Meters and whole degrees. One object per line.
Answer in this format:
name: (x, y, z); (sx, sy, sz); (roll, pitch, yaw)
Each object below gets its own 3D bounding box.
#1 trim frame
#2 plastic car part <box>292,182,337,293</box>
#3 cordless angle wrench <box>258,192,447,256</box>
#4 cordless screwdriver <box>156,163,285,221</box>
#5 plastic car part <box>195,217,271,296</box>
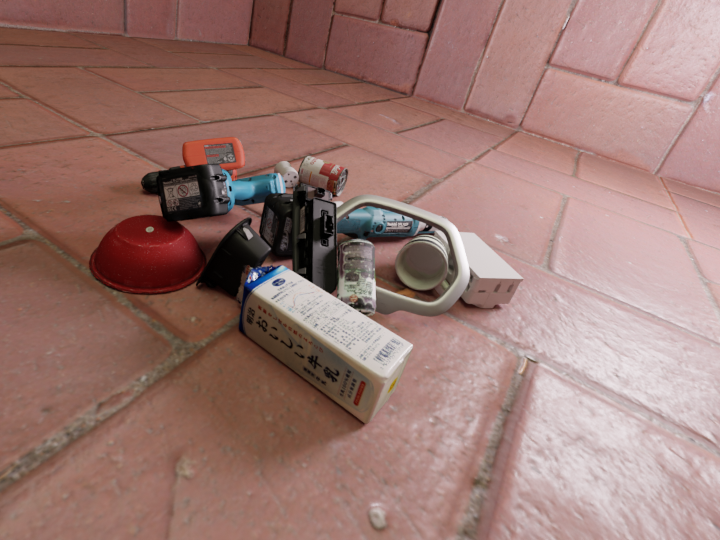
trim frame: (0.045, -0.026, 0.661); (0.253, 0.027, 0.185); (20, 70, 10)
plastic car part: (-0.061, -0.040, 0.626); (0.063, 0.069, 0.207); (15, 67, -37)
cordless angle wrench: (0.018, -0.090, 0.804); (0.405, 0.096, 0.079); (-5, 33, -35)
cordless screwdriver: (-0.244, -0.129, 0.708); (0.163, 0.073, 0.245); (-5, 10, 16)
plastic car part: (-0.166, -0.008, 0.586); (0.071, 0.117, 0.065); (44, 34, 0)
